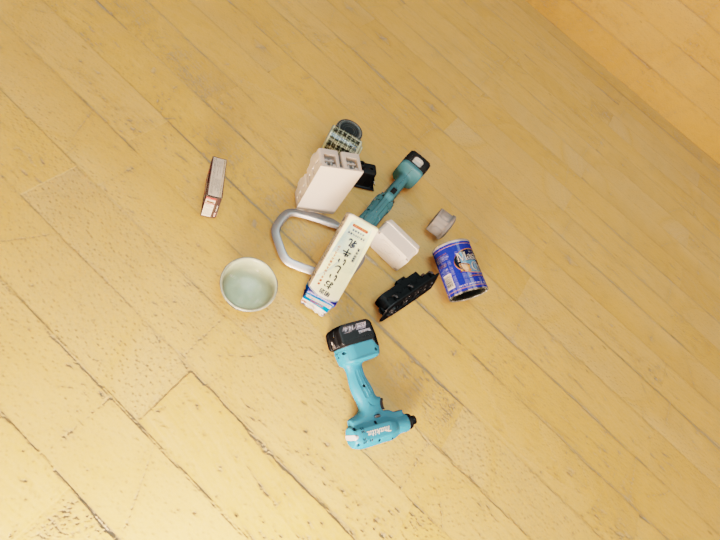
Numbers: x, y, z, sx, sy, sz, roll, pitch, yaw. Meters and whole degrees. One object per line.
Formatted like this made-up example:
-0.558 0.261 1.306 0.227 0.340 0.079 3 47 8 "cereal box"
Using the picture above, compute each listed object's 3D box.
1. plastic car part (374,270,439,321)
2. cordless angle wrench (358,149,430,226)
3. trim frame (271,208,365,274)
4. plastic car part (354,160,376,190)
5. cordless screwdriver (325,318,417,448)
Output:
0.108 0.053 1.045 0.069 0.066 0.198 45 54 14 "plastic car part"
0.058 -0.176 1.128 0.074 0.099 0.420 40 55 -3 "cordless angle wrench"
-0.102 -0.067 1.044 0.243 0.027 0.188 15 58 -13 "trim frame"
-0.003 -0.275 1.177 0.112 0.071 0.068 10 59 -23 "plastic car part"
0.023 0.232 0.902 0.153 0.075 0.255 -5 69 -27 "cordless screwdriver"
